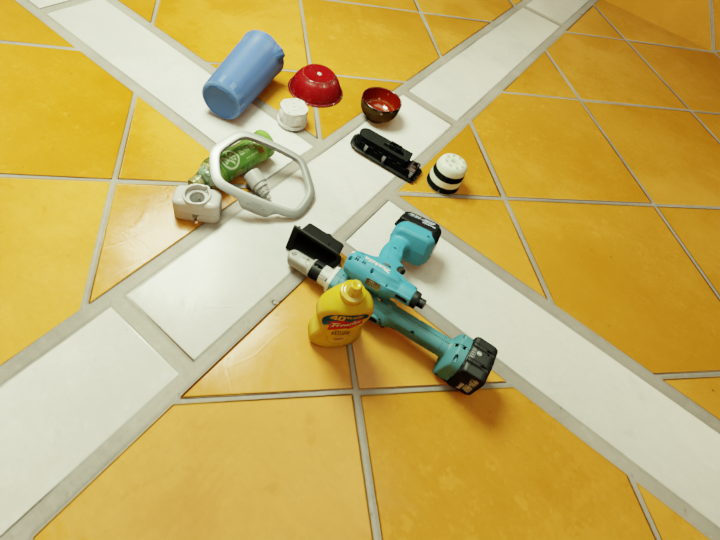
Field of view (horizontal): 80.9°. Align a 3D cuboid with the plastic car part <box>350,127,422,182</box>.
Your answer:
[{"bbox_3d":[0.064,-0.303,1.081,0.208,0.065,0.066,31,62,13],"label":"plastic car part"}]

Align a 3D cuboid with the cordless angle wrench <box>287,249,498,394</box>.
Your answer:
[{"bbox_3d":[0.037,0.075,0.796,0.435,0.096,0.074,31,58,14],"label":"cordless angle wrench"}]

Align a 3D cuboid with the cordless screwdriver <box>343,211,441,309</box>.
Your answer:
[{"bbox_3d":[0.093,-0.022,0.832,0.165,0.073,0.244,29,38,18],"label":"cordless screwdriver"}]

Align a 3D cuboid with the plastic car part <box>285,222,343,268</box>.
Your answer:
[{"bbox_3d":[-0.086,-0.056,0.882,0.117,0.065,0.071,29,40,3],"label":"plastic car part"}]

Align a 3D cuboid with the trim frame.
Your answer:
[{"bbox_3d":[-0.211,-0.208,0.928,0.238,0.028,0.187,20,63,-24],"label":"trim frame"}]
